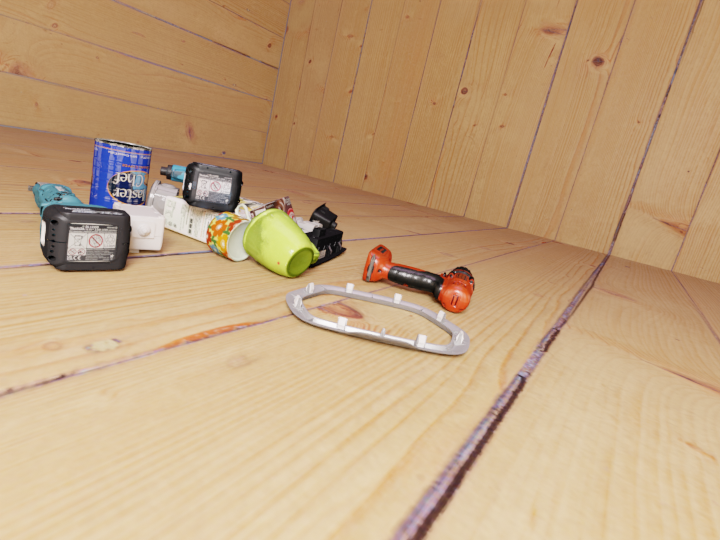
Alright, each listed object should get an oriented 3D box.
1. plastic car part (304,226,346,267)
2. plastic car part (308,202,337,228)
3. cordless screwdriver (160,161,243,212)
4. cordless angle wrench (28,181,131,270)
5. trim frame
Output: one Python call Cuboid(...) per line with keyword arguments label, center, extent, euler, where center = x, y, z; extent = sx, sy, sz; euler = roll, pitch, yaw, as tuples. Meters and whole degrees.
Cuboid(label="plastic car part", center=(-0.082, -0.054, 0.843), extent=(0.069, 0.066, 0.197), euler=(10, 10, 18))
Cuboid(label="plastic car part", center=(-0.096, -0.138, 1.162), extent=(0.071, 0.066, 0.117), euler=(27, 17, -1))
Cuboid(label="cordless screwdriver", center=(-0.309, -0.172, 0.810), extent=(0.154, 0.074, 0.259), euler=(7, 12, -21))
Cuboid(label="cordless angle wrench", center=(-0.473, -0.097, 0.674), extent=(0.093, 0.074, 0.448), euler=(0, 17, -43))
Cuboid(label="trim frame", center=(0.022, 0.058, 0.564), extent=(0.249, 0.027, 0.186), euler=(14, 15, -1))
